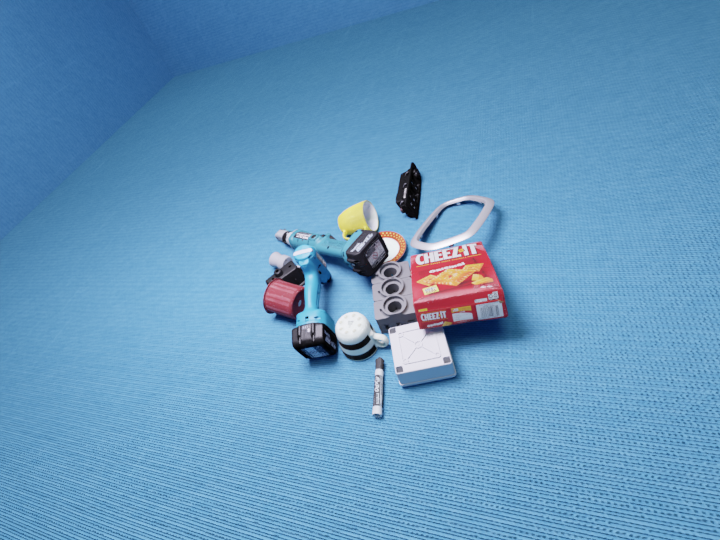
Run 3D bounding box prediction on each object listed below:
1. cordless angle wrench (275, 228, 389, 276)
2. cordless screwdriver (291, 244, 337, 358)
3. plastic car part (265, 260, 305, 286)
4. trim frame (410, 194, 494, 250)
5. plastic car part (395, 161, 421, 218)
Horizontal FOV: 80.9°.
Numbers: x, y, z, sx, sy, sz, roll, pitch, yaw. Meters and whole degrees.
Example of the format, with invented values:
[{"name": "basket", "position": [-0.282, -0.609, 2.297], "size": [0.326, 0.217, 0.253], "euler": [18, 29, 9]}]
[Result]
[{"name": "cordless angle wrench", "position": [-0.110, -0.072, 1.129], "size": [0.446, 0.071, 0.097], "euler": [14, 54, 48]}, {"name": "cordless screwdriver", "position": [-0.100, 0.077, 0.983], "size": [0.076, 0.151, 0.257], "euler": [-15, 58, 15]}, {"name": "plastic car part", "position": [-0.199, 0.020, 1.114], "size": [0.115, 0.067, 0.070], "euler": [-35, 42, -15]}, {"name": "trim frame", "position": [0.223, -0.120, 1.041], "size": [0.193, 0.026, 0.246], "euler": [-1, 39, 42]}, {"name": "plastic car part", "position": [0.137, -0.226, 1.204], "size": [0.069, 0.063, 0.206], "euler": [-25, 37, 40]}]
